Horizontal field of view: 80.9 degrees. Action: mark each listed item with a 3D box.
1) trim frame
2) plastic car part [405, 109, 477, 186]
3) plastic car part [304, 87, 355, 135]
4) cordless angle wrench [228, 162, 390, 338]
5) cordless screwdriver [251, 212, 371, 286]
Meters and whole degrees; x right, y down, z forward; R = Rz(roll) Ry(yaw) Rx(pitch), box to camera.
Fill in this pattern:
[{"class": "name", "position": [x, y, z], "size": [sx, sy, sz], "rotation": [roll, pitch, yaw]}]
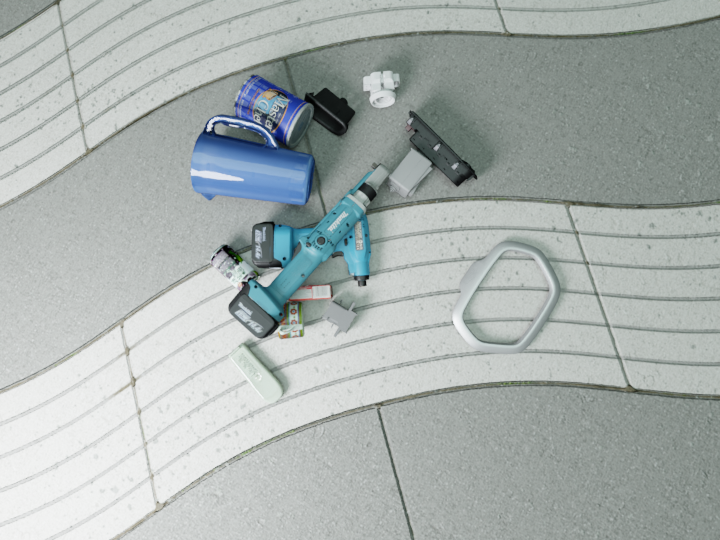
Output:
[{"class": "trim frame", "position": [0.300, 0.056, 0.877], "size": [0.186, 0.027, 0.248], "rotation": [34, 88, 6]}, {"class": "plastic car part", "position": [0.165, -0.252, 0.903], "size": [0.206, 0.065, 0.067], "rotation": [43, 97, 7]}, {"class": "plastic car part", "position": [-0.062, -0.357, 0.935], "size": [0.117, 0.066, 0.071], "rotation": [36, 72, 2]}, {"class": "cordless angle wrench", "position": [-0.081, -0.053, 0.829], "size": [0.099, 0.074, 0.421], "rotation": [40, 79, 3]}, {"class": "cordless screwdriver", "position": [-0.102, -0.037, 0.891], "size": [0.248, 0.074, 0.160], "rotation": [-5, 84, -1]}]
